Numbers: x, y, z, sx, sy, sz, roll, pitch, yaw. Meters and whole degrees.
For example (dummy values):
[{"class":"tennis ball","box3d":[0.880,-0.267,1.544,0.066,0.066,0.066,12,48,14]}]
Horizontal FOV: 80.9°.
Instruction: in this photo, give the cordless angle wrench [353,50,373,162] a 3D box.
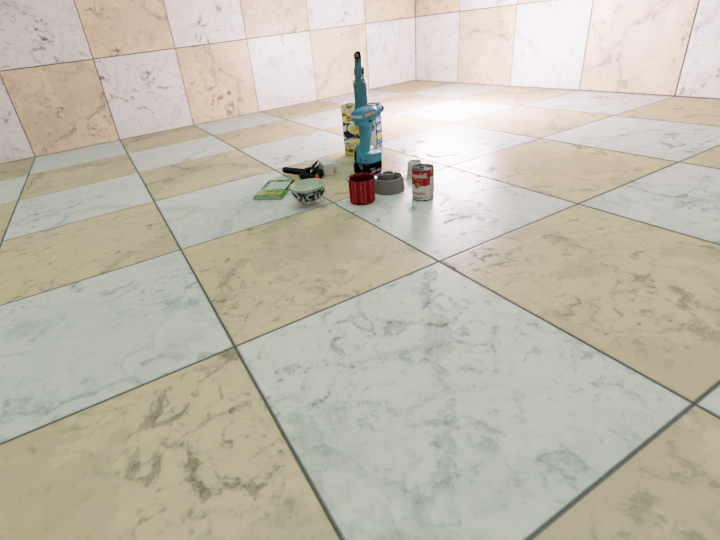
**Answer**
[{"class":"cordless angle wrench","box3d":[0.005,-0.615,1.628,0.076,0.410,0.099,1,29,11]}]

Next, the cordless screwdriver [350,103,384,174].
[{"class":"cordless screwdriver","box3d":[0.038,-0.485,1.567,0.078,0.241,0.155,19,37,37]}]
